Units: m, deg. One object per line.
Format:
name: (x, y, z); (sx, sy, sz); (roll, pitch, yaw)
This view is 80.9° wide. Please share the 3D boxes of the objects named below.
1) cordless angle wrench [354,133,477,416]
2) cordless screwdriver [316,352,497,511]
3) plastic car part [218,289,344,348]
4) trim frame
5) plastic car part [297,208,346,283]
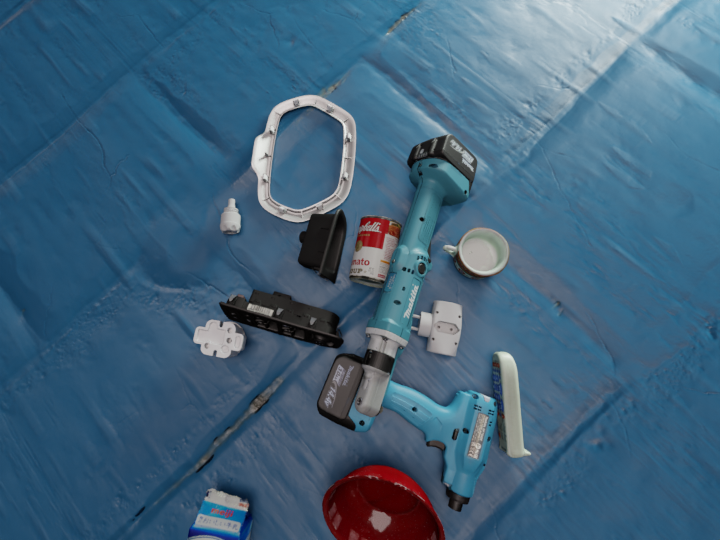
cordless angle wrench: (0.071, -0.003, 0.618); (0.093, 0.077, 0.426); (32, 68, -31)
cordless screwdriver: (0.058, 0.224, 0.609); (0.252, 0.073, 0.160); (17, 79, 7)
plastic car part: (-0.119, 0.075, 0.678); (0.208, 0.064, 0.067); (18, 54, 12)
trim frame: (-0.102, -0.206, 0.758); (0.187, 0.027, 0.251); (4, 78, 9)
plastic car part: (-0.069, -0.045, 0.701); (0.073, 0.063, 0.118); (4, 74, 20)
